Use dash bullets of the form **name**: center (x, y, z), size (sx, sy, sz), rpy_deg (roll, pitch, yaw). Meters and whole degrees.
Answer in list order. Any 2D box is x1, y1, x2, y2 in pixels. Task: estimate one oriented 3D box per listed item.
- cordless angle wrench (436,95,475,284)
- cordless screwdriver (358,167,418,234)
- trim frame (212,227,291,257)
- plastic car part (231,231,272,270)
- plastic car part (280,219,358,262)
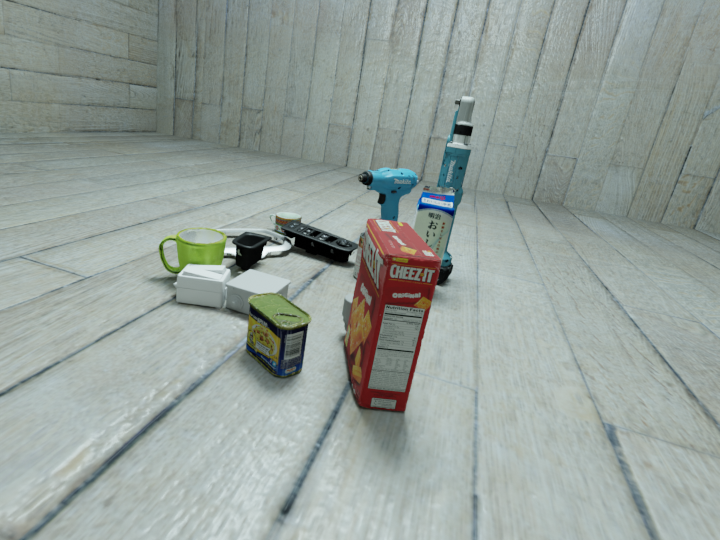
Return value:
- **cordless angle wrench**: center (0.201, -0.179, 0.974), size (0.102, 0.417, 0.072), rpy_deg (18, 20, 24)
- **cordless screwdriver**: center (0.045, -0.120, 1.005), size (0.152, 0.245, 0.079), rpy_deg (-4, 23, -36)
- **trim frame**: center (-0.294, -0.071, 1.060), size (0.240, 0.027, 0.194), rpy_deg (-2, 22, -26)
- **plastic car part**: center (-0.245, -0.038, 0.927), size (0.067, 0.070, 0.117), rpy_deg (11, 20, 4)
- **plastic car part**: center (-0.104, -0.068, 1.068), size (0.211, 0.066, 0.065), rpy_deg (16, 20, 21)
